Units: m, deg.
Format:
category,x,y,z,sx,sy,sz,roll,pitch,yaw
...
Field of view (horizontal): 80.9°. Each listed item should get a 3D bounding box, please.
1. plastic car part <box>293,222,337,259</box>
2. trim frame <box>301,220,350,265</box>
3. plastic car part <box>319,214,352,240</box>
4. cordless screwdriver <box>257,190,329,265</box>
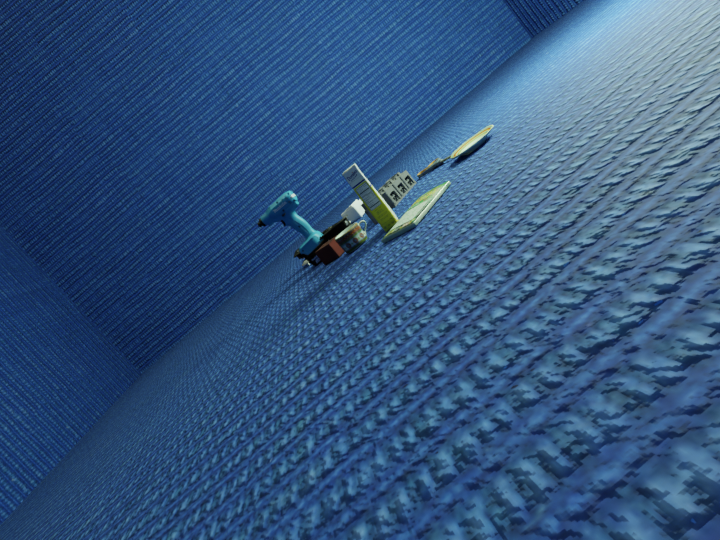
category,x,y,z,sx,sy,sz,roll,pitch,yaw
plastic car part,-0.153,-0.100,1.560,0.204,0.066,0.067,-38,9,13
trim frame,-0.126,-0.100,1.576,0.247,0.027,0.188,-43,12,-9
plastic car part,-0.062,-0.117,1.329,0.119,0.070,0.065,-30,14,47
cordless screwdriver,-0.213,-0.122,1.394,0.161,0.246,0.074,-38,6,16
